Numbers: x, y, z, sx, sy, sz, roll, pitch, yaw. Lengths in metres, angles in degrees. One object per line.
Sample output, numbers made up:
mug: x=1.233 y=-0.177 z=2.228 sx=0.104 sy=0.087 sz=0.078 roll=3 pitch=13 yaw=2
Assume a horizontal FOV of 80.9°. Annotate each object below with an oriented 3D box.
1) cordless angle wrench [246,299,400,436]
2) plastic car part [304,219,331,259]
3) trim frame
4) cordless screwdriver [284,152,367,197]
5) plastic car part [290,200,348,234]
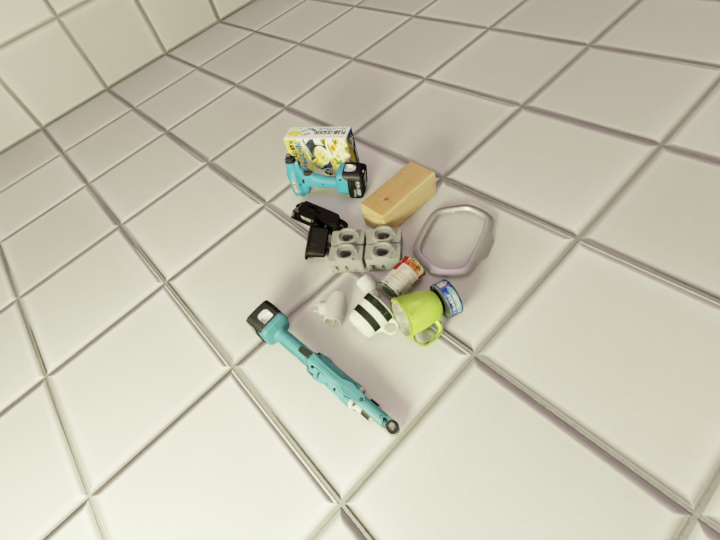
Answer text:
cordless angle wrench: x=-0.088 y=0.215 z=0.938 sx=0.445 sy=0.094 sz=0.074 roll=32 pitch=67 yaw=30
plastic car part: x=-0.117 y=-0.076 z=1.192 sx=0.071 sy=0.064 sz=0.119 roll=3 pitch=56 yaw=1
trim frame: x=0.244 y=-0.083 z=1.098 sx=0.193 sy=0.026 sz=0.248 roll=15 pitch=57 yaw=28
cordless screwdriver: x=-0.108 y=-0.294 z=1.294 sx=0.256 sy=0.152 sz=0.075 roll=4 pitch=54 yaw=18
plastic car part: x=-0.123 y=-0.164 z=1.260 sx=0.214 sy=0.064 sz=0.065 roll=28 pitch=58 yaw=30
